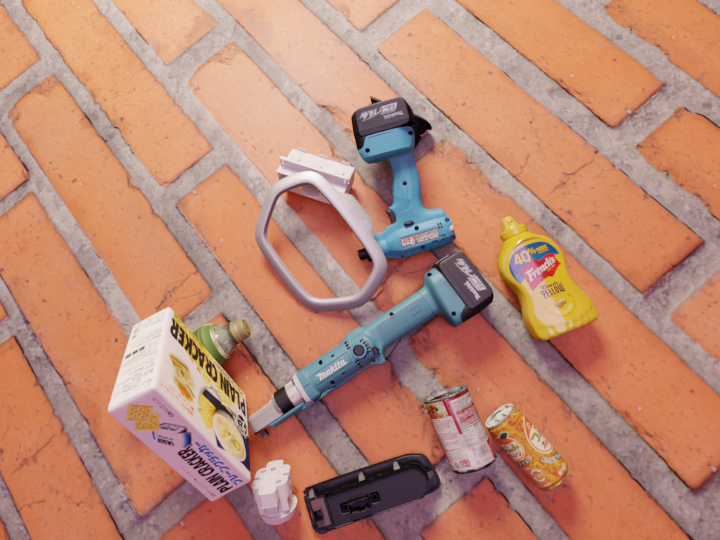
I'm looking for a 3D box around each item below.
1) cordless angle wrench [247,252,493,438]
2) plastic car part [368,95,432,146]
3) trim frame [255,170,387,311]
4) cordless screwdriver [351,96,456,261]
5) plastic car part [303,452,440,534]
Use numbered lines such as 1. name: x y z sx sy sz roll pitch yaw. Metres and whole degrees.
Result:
1. cordless angle wrench: 0.002 0.125 0.659 0.423 0.072 0.100 -34 76 1
2. plastic car part: 0.058 -0.248 0.746 0.119 0.065 0.071 29 97 8
3. trim frame: -0.068 -0.045 0.697 0.186 0.027 0.251 -39 84 17
4. cordless screwdriver: 0.042 -0.141 0.692 0.162 0.073 0.248 -17 91 13
5. plastic car part: 0.016 0.323 0.615 0.203 0.065 0.068 -20 70 0
